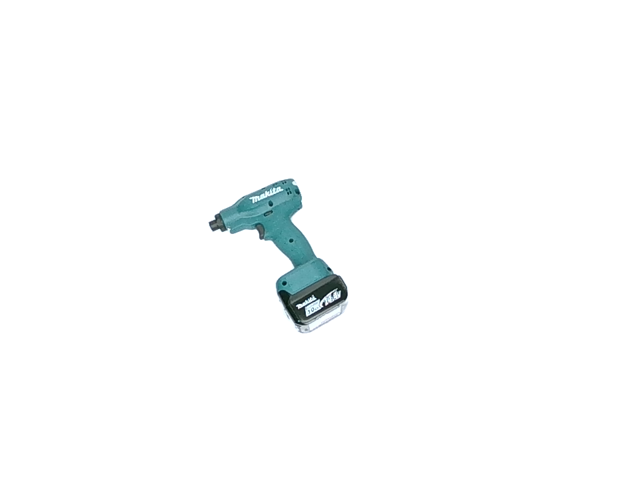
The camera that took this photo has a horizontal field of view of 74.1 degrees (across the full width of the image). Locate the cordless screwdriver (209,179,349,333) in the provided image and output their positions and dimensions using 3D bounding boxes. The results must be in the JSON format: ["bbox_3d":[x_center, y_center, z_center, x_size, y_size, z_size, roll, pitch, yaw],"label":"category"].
[{"bbox_3d":[-0.067,0.027,0.673,0.159,0.249,0.074,-25,-23,-8],"label":"cordless screwdriver"}]
